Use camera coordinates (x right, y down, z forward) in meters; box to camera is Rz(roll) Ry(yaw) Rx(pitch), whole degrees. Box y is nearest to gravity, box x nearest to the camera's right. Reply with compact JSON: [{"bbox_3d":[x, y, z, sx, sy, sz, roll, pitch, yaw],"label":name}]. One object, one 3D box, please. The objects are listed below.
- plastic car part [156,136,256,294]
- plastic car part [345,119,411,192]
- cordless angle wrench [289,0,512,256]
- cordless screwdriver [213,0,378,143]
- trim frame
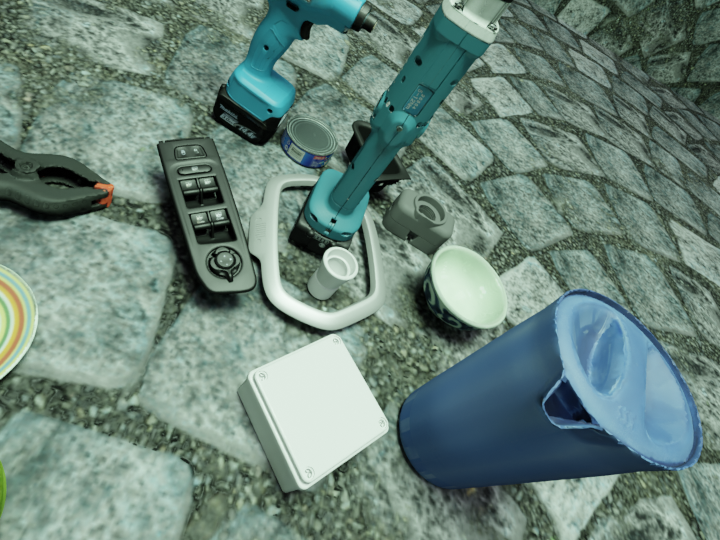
[{"bbox_3d":[-0.177,-0.056,0.477,0.064,0.067,0.210,-10,62,-35],"label":"plastic car part"},{"bbox_3d":[0.014,-0.168,0.660,0.063,0.071,0.121,-9,62,-35],"label":"plastic car part"},{"bbox_3d":[0.041,-0.157,0.428,0.073,0.426,0.099,28,49,-14],"label":"cordless angle wrench"},{"bbox_3d":[-0.097,-0.276,0.560,0.157,0.250,0.075,33,48,-8],"label":"cordless screwdriver"},{"bbox_3d":[-0.054,-0.035,0.555,0.177,0.027,0.257,10,53,-22],"label":"trim frame"}]
